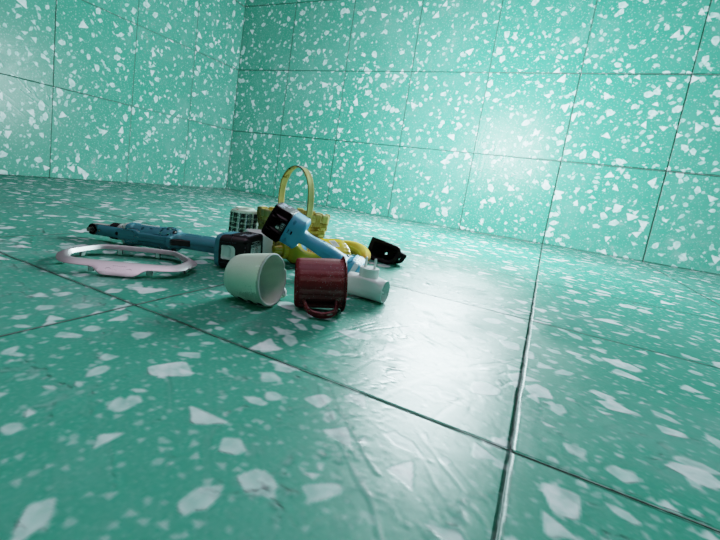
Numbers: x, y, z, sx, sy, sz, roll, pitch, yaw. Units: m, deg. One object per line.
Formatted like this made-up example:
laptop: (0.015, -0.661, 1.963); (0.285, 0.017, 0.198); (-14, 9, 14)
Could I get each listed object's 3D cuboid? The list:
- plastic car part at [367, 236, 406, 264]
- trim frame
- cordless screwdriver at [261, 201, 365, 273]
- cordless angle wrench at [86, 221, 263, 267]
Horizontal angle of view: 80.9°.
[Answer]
plastic car part: (0.083, -0.047, 1.223); (0.123, 0.066, 0.067); (23, 3, 42)
trim frame: (-0.440, -0.020, 0.806); (0.243, 0.027, 0.190); (7, 11, -15)
cordless screwdriver: (-0.095, -0.062, 0.967); (0.252, 0.074, 0.157); (32, 12, 5)
cordless angle wrench: (-0.430, -0.070, 0.953); (0.434, 0.074, 0.096); (9, 10, 14)
